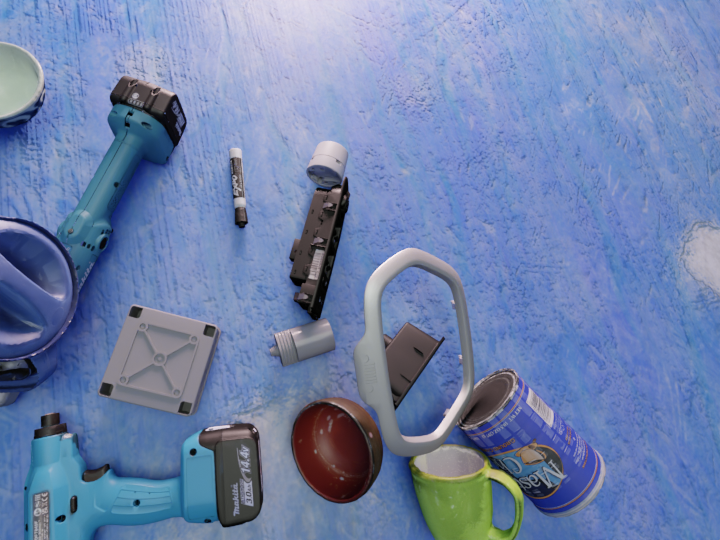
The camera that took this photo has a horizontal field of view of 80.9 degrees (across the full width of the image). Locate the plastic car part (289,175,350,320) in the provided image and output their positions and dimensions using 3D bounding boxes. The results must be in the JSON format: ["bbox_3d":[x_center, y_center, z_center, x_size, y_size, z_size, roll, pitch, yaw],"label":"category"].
[{"bbox_3d":[-0.058,-0.038,0.591,0.069,0.063,0.205,11,71,18],"label":"plastic car part"}]

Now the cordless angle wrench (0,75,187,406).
[{"bbox_3d":[-0.343,-0.044,0.526,0.074,0.098,0.426,19,74,-4],"label":"cordless angle wrench"}]

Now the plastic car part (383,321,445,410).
[{"bbox_3d":[0.051,0.119,0.561,0.073,0.064,0.116,33,66,13],"label":"plastic car part"}]

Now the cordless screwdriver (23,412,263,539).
[{"bbox_3d":[-0.236,0.220,0.469,0.245,0.074,0.162,-10,75,-9],"label":"cordless screwdriver"}]

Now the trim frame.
[{"bbox_3d":[0.071,0.096,0.507,0.177,0.029,0.246,-13,98,-35],"label":"trim frame"}]
